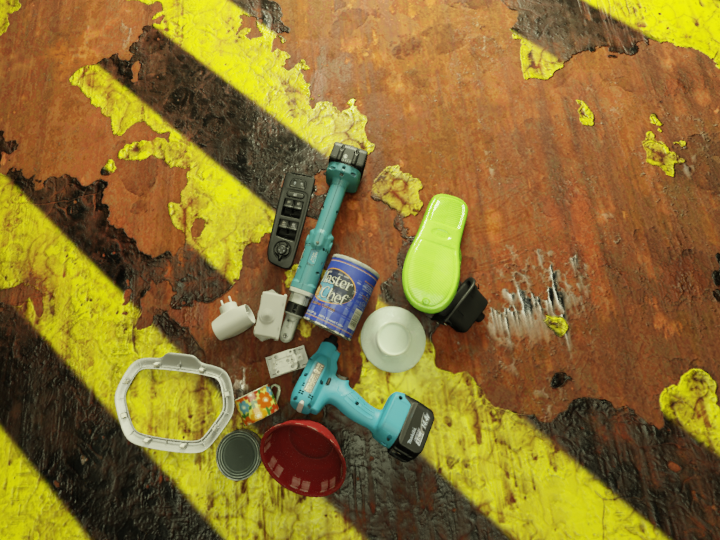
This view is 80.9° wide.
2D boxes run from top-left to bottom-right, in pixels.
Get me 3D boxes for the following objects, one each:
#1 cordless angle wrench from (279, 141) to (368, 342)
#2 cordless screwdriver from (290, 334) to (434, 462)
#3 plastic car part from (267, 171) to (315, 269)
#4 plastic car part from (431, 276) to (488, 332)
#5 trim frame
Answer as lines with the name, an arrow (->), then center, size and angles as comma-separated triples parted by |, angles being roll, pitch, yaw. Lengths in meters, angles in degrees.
cordless angle wrench -> -0.086, -0.056, 0.875 | 0.075, 0.097, 0.425 | 18, 81, 2
cordless screwdriver -> 0.009, 0.232, 0.790 | 0.253, 0.073, 0.159 | 24, 52, 8
plastic car part -> -0.150, -0.103, 0.900 | 0.066, 0.067, 0.204 | 13, 81, -2
plastic car part -> 0.209, 0.077, 0.833 | 0.116, 0.067, 0.071 | -44, 94, -11
trim frame -> -0.374, 0.261, 0.844 | 0.252, 0.027, 0.186 | 5, 75, 8
